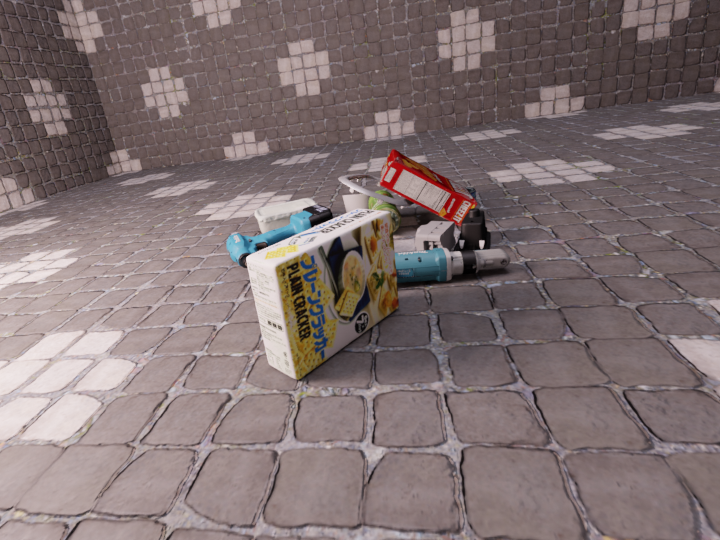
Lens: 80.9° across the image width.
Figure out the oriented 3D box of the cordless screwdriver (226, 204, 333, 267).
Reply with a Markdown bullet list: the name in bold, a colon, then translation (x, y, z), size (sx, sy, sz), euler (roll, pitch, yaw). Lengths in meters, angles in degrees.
- **cordless screwdriver**: translation (-0.175, -0.072, 0.959), size (0.244, 0.072, 0.167), euler (-20, 25, -16)

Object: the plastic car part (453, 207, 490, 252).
- **plastic car part**: translation (0.226, -0.086, 0.840), size (0.068, 0.069, 0.116), euler (2, 27, 21)

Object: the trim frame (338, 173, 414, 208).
- **trim frame**: translation (0.040, -0.193, 1.006), size (0.189, 0.027, 0.244), euler (26, 23, 12)

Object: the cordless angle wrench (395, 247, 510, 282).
- **cordless angle wrench**: translation (0.037, -0.004, 0.726), size (0.426, 0.072, 0.099), euler (-4, 22, 5)
